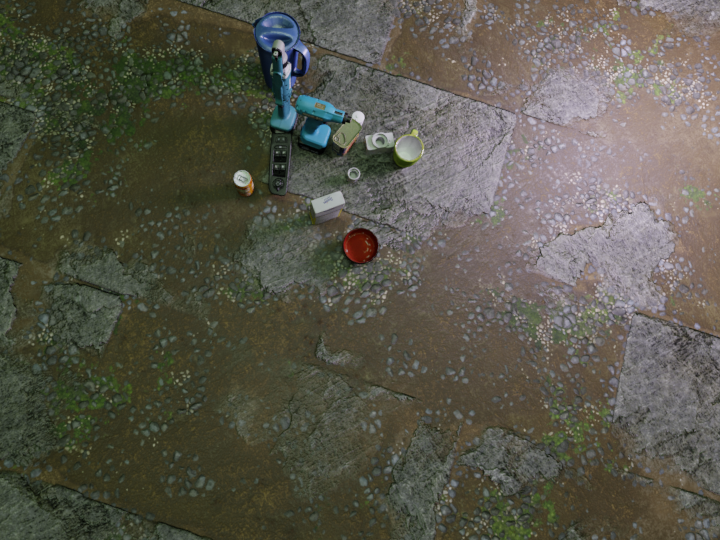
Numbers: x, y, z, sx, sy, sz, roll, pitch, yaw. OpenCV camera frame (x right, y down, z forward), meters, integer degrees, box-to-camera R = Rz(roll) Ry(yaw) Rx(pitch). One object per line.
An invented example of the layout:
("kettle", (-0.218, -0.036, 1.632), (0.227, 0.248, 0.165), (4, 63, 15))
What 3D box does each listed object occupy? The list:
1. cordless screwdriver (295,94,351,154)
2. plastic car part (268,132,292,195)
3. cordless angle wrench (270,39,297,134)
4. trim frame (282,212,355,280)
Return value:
("cordless screwdriver", (-0.115, -0.431, 1.276), (0.159, 0.248, 0.075), (18, 81, -4))
("plastic car part", (-0.256, -0.331, 1.343), (0.066, 0.067, 0.205), (3, 80, -5))
("cordless angle wrench", (-0.223, -0.508, 1.197), (0.074, 0.422, 0.098), (16, 81, -6))
("trim frame", (-0.129, -0.085, 1.323), (0.186, 0.027, 0.247), (42, 81, 5))
